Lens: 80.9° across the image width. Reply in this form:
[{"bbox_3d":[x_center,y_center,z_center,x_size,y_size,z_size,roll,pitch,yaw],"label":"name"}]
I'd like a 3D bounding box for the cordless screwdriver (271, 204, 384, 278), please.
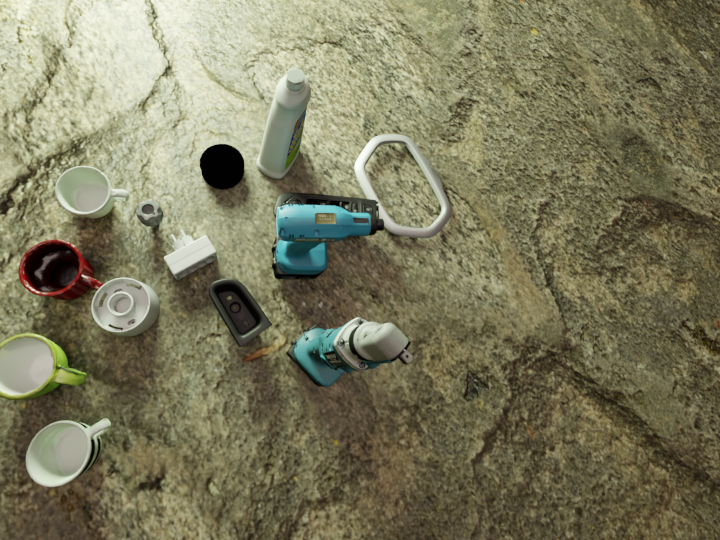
[{"bbox_3d":[-0.070,-0.045,0.711,0.156,0.250,0.075,0,76,-14],"label":"cordless screwdriver"}]

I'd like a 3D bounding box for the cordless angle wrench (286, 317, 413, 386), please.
[{"bbox_3d":[-0.028,0.109,0.580,0.098,0.425,0.074,47,70,-1],"label":"cordless angle wrench"}]

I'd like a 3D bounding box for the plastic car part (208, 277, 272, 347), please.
[{"bbox_3d":[-0.216,0.069,0.743,0.065,0.071,0.118,-33,83,-19],"label":"plastic car part"}]

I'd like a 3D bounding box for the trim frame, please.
[{"bbox_3d":[0.093,-0.180,0.900,0.181,0.027,0.253,-26,80,-17],"label":"trim frame"}]

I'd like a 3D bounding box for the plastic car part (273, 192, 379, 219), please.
[{"bbox_3d":[-0.069,-0.112,0.828,0.200,0.067,0.067,6,74,-9],"label":"plastic car part"}]
